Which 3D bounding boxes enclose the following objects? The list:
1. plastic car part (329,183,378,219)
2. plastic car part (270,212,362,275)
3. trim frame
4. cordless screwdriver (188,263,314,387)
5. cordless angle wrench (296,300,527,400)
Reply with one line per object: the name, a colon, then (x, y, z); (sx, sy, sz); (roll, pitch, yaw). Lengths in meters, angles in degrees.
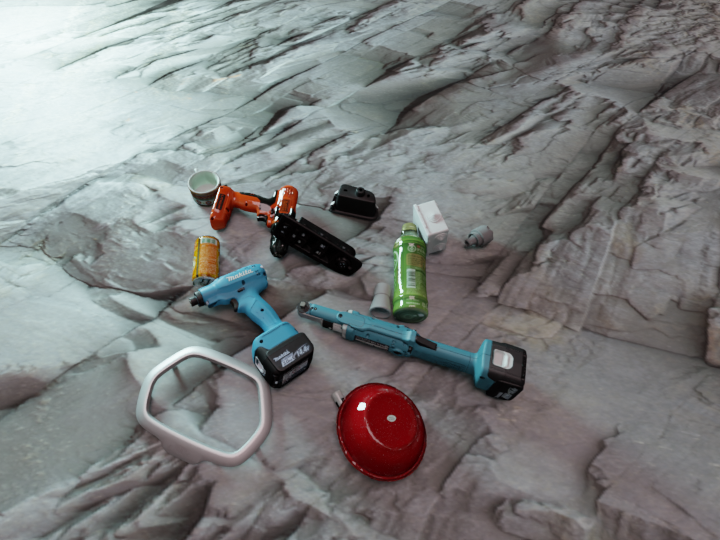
plastic car part: (-0.010, -0.168, 0.993); (0.119, 0.069, 0.067); (14, 59, 9)
plastic car part: (-0.089, -0.058, 0.905); (0.202, 0.066, 0.067); (33, 31, -2)
trim frame: (-0.273, 0.236, 0.748); (0.253, 0.027, 0.185); (19, 57, 8)
cordless screwdriver: (-0.207, 0.103, 0.799); (0.155, 0.073, 0.261); (-23, 57, -28)
cordless angle wrench: (0.078, 0.132, 0.797); (0.433, 0.095, 0.075); (15, 58, 13)
